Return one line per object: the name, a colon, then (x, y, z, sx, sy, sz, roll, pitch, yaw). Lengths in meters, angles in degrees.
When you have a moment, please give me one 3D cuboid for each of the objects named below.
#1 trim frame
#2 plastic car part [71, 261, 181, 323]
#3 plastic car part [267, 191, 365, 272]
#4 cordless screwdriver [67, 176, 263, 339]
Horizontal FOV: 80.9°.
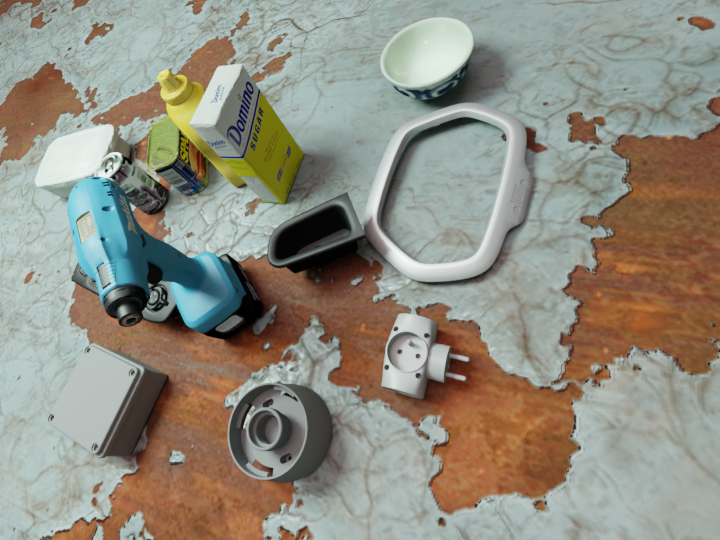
trim frame: (0.105, -0.102, 0.514, 0.192, 0.026, 0.250, 11, 71, 26)
plastic car part: (-0.323, 0.023, 0.604, 0.213, 0.064, 0.066, 19, 74, 27)
plastic car part: (-0.051, -0.033, 0.520, 0.118, 0.067, 0.068, -24, 61, 9)
cordless screwdriver: (-0.192, 0.017, 0.454, 0.074, 0.237, 0.167, -36, 61, 1)
